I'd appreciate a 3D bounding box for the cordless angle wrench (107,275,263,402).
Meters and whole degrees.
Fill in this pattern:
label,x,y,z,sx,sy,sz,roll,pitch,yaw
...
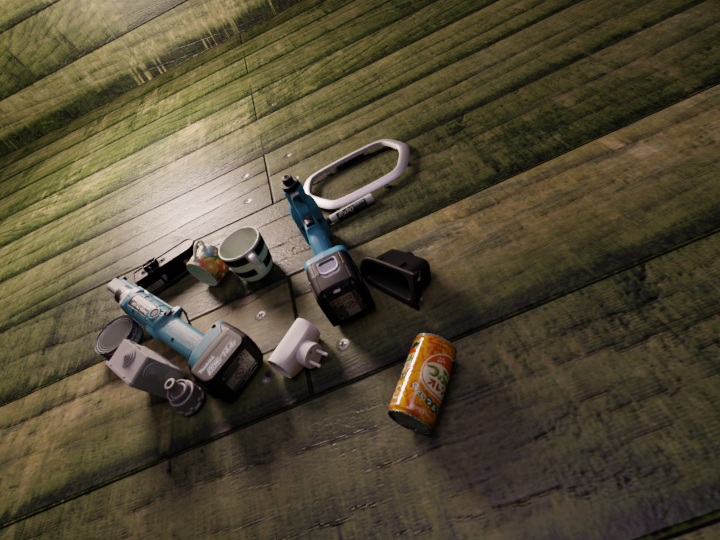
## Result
label,x,y,z,sx,sy,sz,roll,pitch,yaw
cordless angle wrench,-0.346,0.089,0.747,0.446,0.071,0.097,19,59,36

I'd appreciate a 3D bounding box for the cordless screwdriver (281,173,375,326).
label,x,y,z,sx,sy,sz,roll,pitch,yaw
cordless screwdriver,-0.067,-0.044,0.681,0.074,0.151,0.261,-27,44,0

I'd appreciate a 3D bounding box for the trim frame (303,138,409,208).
label,x,y,z,sx,sy,sz,roll,pitch,yaw
trim frame,-0.010,-0.208,0.903,0.249,0.026,0.193,-29,43,2

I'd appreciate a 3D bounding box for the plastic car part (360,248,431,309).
label,x,y,z,sx,sy,sz,roll,pitch,yaw
plastic car part,0.061,-0.002,0.649,0.069,0.063,0.123,-31,37,-26

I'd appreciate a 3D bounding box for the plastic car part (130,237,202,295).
label,x,y,z,sx,sy,sz,roll,pitch,yaw
plastic car part,-0.419,-0.007,0.907,0.202,0.064,0.070,-31,35,-7
